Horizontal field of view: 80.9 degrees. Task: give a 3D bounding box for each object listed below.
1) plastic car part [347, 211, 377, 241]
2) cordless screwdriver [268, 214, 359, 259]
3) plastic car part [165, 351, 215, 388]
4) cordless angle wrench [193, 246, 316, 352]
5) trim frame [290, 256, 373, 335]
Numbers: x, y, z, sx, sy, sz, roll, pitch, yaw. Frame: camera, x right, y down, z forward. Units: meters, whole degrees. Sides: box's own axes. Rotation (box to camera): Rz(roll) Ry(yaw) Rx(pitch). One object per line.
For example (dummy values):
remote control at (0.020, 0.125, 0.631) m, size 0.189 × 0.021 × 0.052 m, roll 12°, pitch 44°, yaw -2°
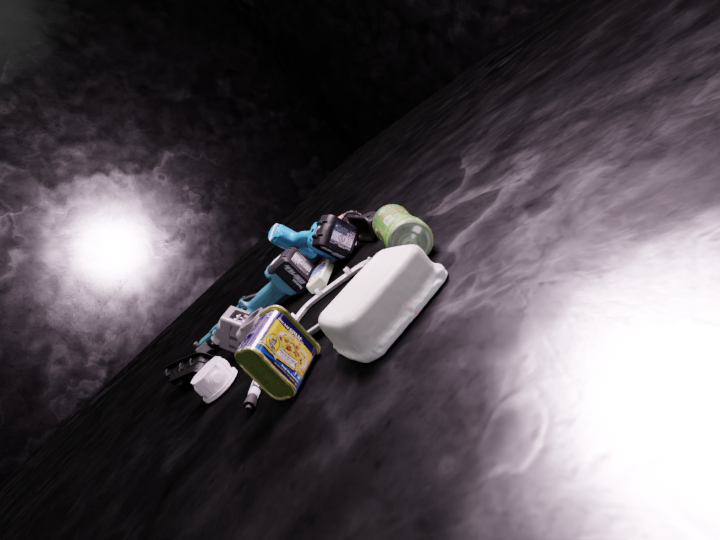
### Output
plastic car part at (0.028, -0.104, 0.930) m, size 0.070 × 0.065 × 0.120 m, roll -30°, pitch 14°, yaw -17°
cordless screwdriver at (-0.099, -0.065, 1.014) m, size 0.260 × 0.151 × 0.075 m, roll 2°, pitch 68°, yaw 52°
plastic car part at (-0.403, 0.239, 0.995) m, size 0.208 × 0.064 × 0.068 m, roll -29°, pitch 27°, yaw 37°
cordless angle wrench at (-0.283, 0.103, 1.051) m, size 0.429 × 0.096 × 0.075 m, roll -38°, pitch 12°, yaw 26°
trim frame at (-0.055, 0.053, 0.749) m, size 0.251 × 0.027 × 0.187 m, roll -34°, pitch 18°, yaw 17°
